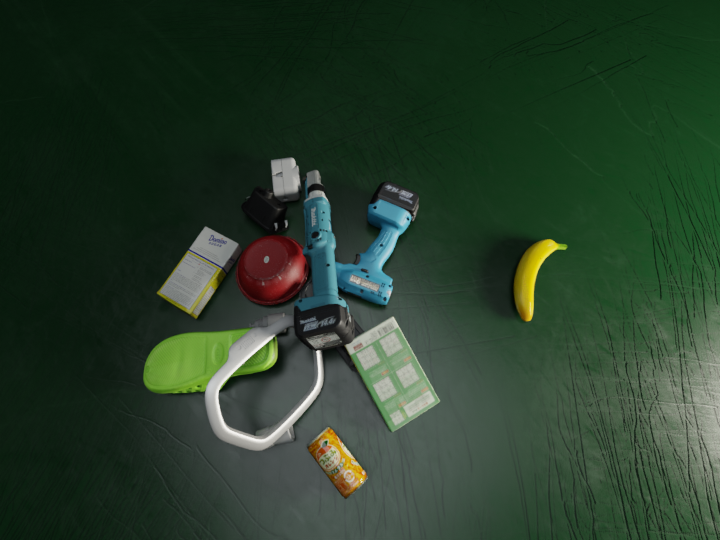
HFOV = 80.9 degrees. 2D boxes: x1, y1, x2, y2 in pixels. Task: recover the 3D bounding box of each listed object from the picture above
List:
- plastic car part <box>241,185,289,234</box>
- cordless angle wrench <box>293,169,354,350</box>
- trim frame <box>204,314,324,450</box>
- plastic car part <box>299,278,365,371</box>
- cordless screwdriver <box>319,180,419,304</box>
[{"bbox_3d":[-0.206,-0.141,0.923,0.120,0.064,0.071,41,120,16],"label":"plastic car part"},{"bbox_3d":[-0.083,-0.054,0.850,0.100,0.070,0.438,-17,52,13],"label":"cordless angle wrench"},{"bbox_3d":[-0.157,0.190,0.737,0.244,0.029,0.179,-40,108,-33],"label":"trim frame"},{"bbox_3d":[-0.052,0.098,0.833,0.066,0.065,0.211,-38,68,-5],"label":"plastic car part"},{"bbox_3d":[0.019,-0.066,0.888,0.163,0.072,0.250,19,74,10],"label":"cordless screwdriver"}]
